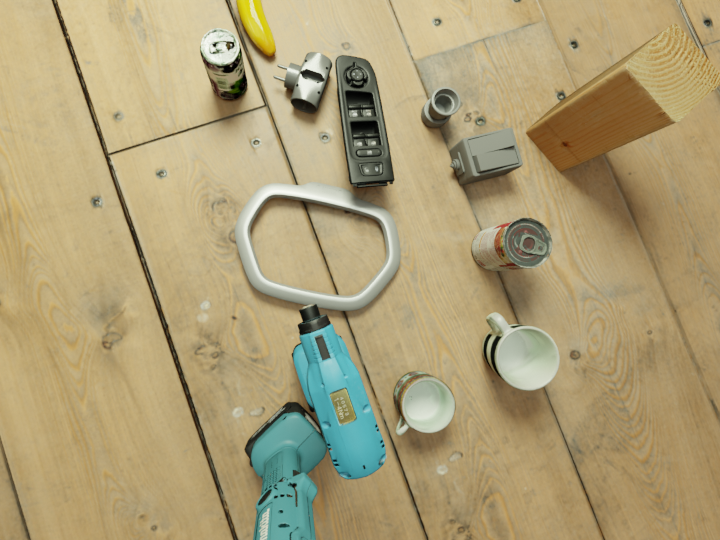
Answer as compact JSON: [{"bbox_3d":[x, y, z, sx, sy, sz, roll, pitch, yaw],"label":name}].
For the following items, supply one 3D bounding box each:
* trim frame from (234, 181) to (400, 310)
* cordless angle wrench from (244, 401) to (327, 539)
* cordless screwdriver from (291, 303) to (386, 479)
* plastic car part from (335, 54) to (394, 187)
[{"bbox_3d":[-0.061,-0.040,0.623,0.247,0.027,0.185,11,83,-3],"label":"trim frame"},{"bbox_3d":[-0.070,0.229,0.394,0.097,0.426,0.074,-43,95,-9],"label":"cordless angle wrench"},{"bbox_3d":[-0.041,0.113,0.497,0.074,0.250,0.160,-19,89,-10],"label":"cordless screwdriver"},{"bbox_3d":[0.000,-0.218,0.626,0.066,0.067,0.204,-7,85,-8],"label":"plastic car part"}]
